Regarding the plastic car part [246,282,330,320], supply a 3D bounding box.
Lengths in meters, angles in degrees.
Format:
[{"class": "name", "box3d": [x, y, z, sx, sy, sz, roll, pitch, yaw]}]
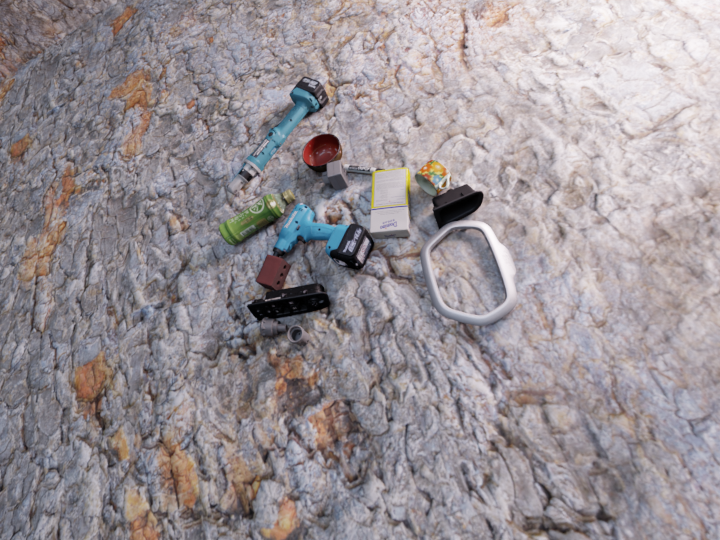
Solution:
[{"class": "plastic car part", "box3d": [-0.166, 0.072, 1.018, 0.209, 0.063, 0.068, -8, 37, 19]}]

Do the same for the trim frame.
[{"class": "trim frame", "box3d": [0.230, 0.000, 0.906, 0.187, 0.026, 0.257, -18, 58, 14]}]

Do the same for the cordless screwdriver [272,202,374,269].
[{"class": "cordless screwdriver", "box3d": [-0.103, -0.067, 1.051, 0.262, 0.070, 0.159, 22, 75, 33]}]

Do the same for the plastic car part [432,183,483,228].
[{"class": "plastic car part", "box3d": [0.215, -0.159, 0.976, 0.117, 0.062, 0.074, -27, 45, 3]}]

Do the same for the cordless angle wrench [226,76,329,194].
[{"class": "cordless angle wrench", "box3d": [-0.260, -0.398, 1.280, 0.103, 0.070, 0.422, 34, 83, 31]}]
